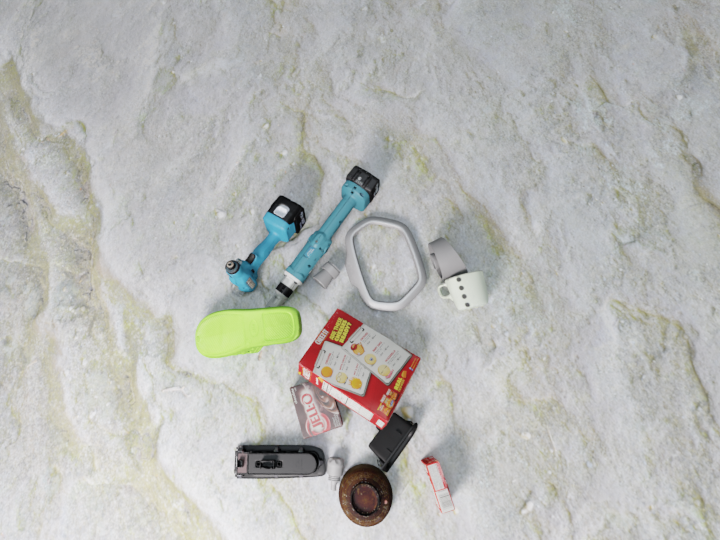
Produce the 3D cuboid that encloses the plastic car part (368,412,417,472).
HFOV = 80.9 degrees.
[{"bbox_3d":[0.061,0.353,0.891,0.074,0.063,0.116,29,73,28],"label":"plastic car part"}]

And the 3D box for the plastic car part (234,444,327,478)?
[{"bbox_3d":[-0.173,0.406,0.899,0.204,0.065,0.068,-2,65,3],"label":"plastic car part"}]

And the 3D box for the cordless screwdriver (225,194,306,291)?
[{"bbox_3d":[-0.233,-0.070,1.020,0.076,0.155,0.248,30,75,11],"label":"cordless screwdriver"}]

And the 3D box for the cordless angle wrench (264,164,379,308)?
[{"bbox_3d":[-0.102,-0.067,1.040,0.076,0.096,0.422,34,81,10],"label":"cordless angle wrench"}]

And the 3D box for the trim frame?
[{"bbox_3d":[0.055,-0.021,1.036,0.184,0.027,0.255,-17,71,0],"label":"trim frame"}]
